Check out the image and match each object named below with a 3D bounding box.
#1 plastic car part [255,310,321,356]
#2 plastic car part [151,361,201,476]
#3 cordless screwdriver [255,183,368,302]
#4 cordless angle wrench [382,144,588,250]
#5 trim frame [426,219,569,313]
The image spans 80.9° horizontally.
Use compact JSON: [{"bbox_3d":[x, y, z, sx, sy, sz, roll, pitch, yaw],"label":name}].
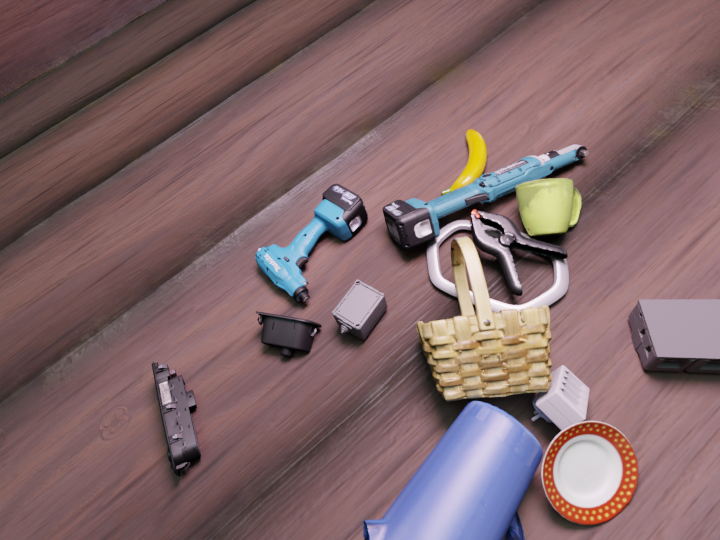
[{"bbox_3d":[-0.137,0.121,0.782,0.120,0.063,0.071,9,75,18],"label":"plastic car part"},{"bbox_3d":[-0.322,0.255,0.745,0.065,0.065,0.213,-9,48,-23],"label":"plastic car part"},{"bbox_3d":[-0.086,-0.056,0.875,0.247,0.071,0.168,-43,56,-9],"label":"cordless screwdriver"},{"bbox_3d":[0.254,-0.163,0.838,0.421,0.072,0.102,-23,27,-5],"label":"cordless angle wrench"},{"bbox_3d":[0.242,-0.012,0.772,0.261,0.026,0.184,21,66,29],"label":"trim frame"}]
